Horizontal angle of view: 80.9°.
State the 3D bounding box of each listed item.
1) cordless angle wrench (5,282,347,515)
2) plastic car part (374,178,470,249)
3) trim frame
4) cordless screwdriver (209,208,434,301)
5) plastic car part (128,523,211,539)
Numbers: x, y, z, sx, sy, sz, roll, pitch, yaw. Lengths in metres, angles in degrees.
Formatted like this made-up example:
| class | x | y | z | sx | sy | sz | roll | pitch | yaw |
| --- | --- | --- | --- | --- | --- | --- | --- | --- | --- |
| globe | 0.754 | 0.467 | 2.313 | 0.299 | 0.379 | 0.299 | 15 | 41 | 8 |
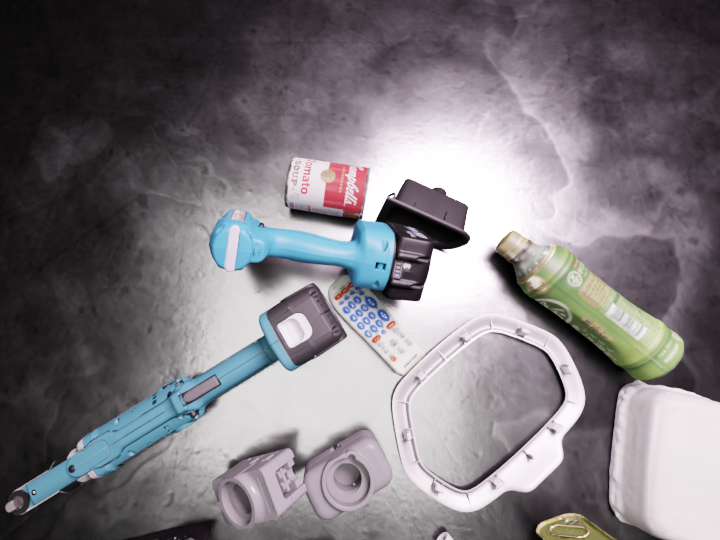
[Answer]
| class | x | y | z | sx | sy | sz | roll | pitch | yaw |
| --- | --- | --- | --- | --- | --- | --- | --- | --- | --- |
| cordless angle wrench | -0.213 | 0.157 | 0.491 | 0.422 | 0.096 | 0.076 | -32 | 82 | -1 |
| plastic car part | 0.087 | -0.079 | 0.550 | 0.117 | 0.065 | 0.071 | 20 | 65 | 1 |
| trim frame | 0.154 | 0.166 | 0.507 | 0.247 | 0.027 | 0.187 | -38 | 81 | -9 |
| cordless screwdriver | -0.050 | -0.033 | 0.513 | 0.244 | 0.164 | 0.073 | 7 | 106 | -11 |
| plastic car part | -0.260 | 0.339 | 0.459 | 0.202 | 0.066 | 0.067 | -19 | 90 | -3 |
